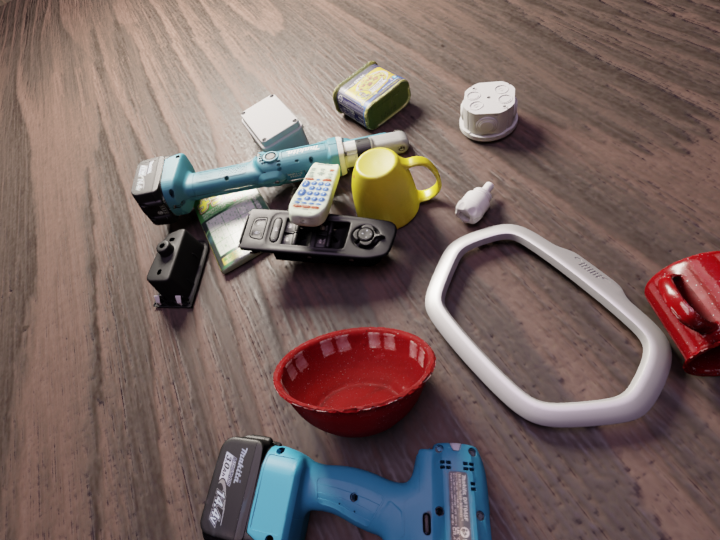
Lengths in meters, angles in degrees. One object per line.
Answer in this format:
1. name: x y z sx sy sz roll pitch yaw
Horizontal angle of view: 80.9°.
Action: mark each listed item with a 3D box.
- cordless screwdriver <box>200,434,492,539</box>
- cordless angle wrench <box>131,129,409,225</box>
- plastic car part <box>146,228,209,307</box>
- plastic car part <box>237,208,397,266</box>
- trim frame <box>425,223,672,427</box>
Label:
1. cordless screwdriver: -0.015 0.234 0.374 0.254 0.071 0.163 -2 58 13
2. cordless angle wrench: -0.136 -0.159 0.660 0.426 0.071 0.101 -10 54 4
3. plastic car part: -0.273 -0.011 0.618 0.068 0.068 0.119 -2 61 14
4. plastic car part: -0.055 -0.036 0.561 0.208 0.064 0.067 3 52 15
5. trim frame: 0.186 0.047 0.454 0.183 0.026 0.262 -37 53 -5
